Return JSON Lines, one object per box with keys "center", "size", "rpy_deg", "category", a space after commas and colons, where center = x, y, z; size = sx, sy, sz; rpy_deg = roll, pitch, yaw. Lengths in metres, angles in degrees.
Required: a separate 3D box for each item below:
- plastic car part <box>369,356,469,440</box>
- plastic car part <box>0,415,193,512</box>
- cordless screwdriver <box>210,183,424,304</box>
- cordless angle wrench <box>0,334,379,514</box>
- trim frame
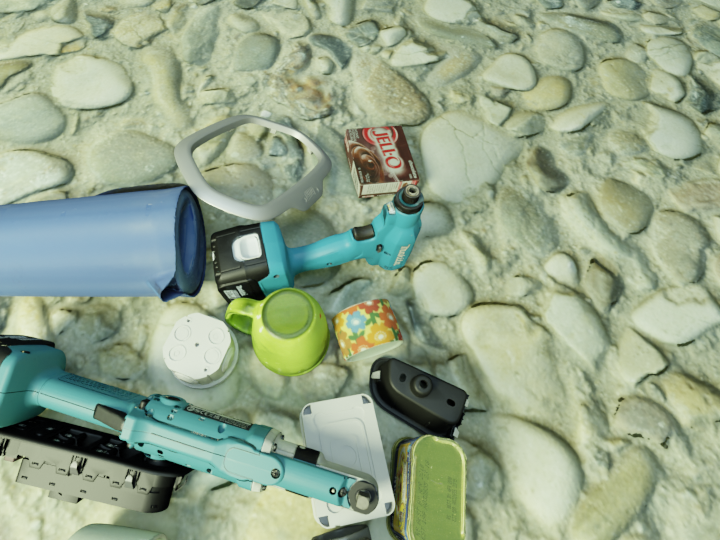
{"center": [0.067, 0.136, 0.468], "size": [0.118, 0.070, 0.066], "rpy_deg": [27, 63, 6], "category": "plastic car part"}
{"center": [-0.268, 0.196, 0.423], "size": [0.203, 0.065, 0.068], "rpy_deg": [9, 73, 1], "category": "plastic car part"}
{"center": [-0.049, -0.032, 0.500], "size": [0.246, 0.156, 0.077], "rpy_deg": [-11, 67, -8], "category": "cordless screwdriver"}
{"center": [-0.191, 0.150, 0.408], "size": [0.430, 0.096, 0.075], "rpy_deg": [13, 81, 9], "category": "cordless angle wrench"}
{"center": [-0.136, -0.147, 0.578], "size": [0.186, 0.027, 0.247], "rpy_deg": [31, 40, 4], "category": "trim frame"}
